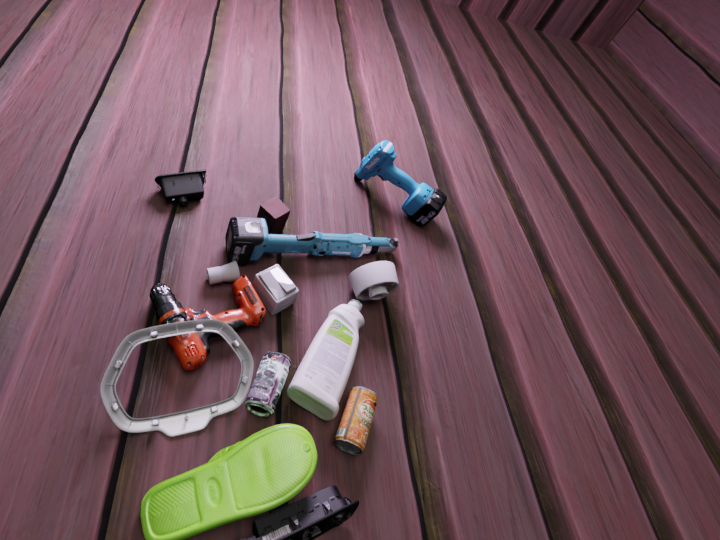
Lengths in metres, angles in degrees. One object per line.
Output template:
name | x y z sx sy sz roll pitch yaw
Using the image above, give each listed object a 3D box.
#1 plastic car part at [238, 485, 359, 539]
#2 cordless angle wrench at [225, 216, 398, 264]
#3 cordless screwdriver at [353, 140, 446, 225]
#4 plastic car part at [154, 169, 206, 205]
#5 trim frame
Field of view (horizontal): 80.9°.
plastic car part | -0.099 0.390 0.651 0.197 0.065 0.071 -9 33 -24
cordless angle wrench | -0.097 -0.063 0.989 0.408 0.098 0.077 1 55 -24
cordless screwdriver | 0.102 -0.227 1.165 0.246 0.162 0.074 43 52 -6
plastic car part | -0.415 -0.189 0.994 0.113 0.066 0.072 -16 76 -26
trim frame | -0.304 0.181 0.719 0.240 0.028 0.185 -6 87 -24
